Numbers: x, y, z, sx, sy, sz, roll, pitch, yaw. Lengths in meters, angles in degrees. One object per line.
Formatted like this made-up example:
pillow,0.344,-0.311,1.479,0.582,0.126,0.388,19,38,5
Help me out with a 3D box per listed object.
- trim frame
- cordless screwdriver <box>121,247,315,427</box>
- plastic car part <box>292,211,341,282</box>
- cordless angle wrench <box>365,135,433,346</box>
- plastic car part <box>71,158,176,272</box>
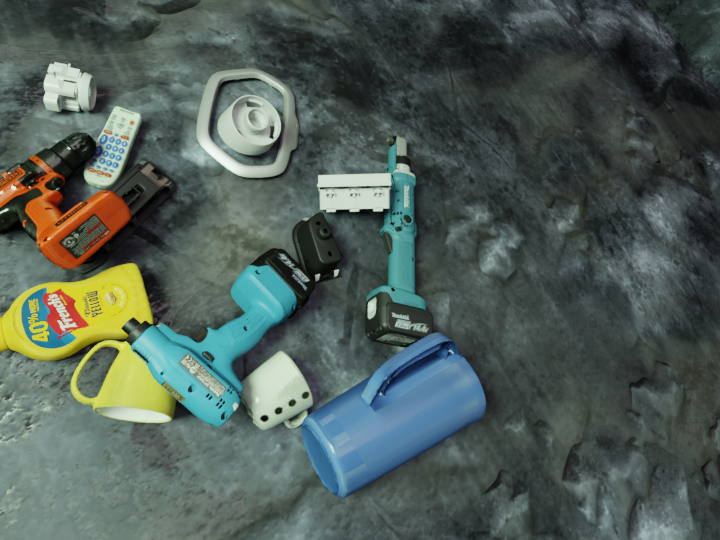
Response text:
trim frame,-0.199,-0.274,0.772,0.179,0.028,0.254,9,62,-18
cordless screwdriver,-0.174,0.057,0.560,0.158,0.075,0.248,41,41,-6
plastic car part,-0.068,-0.044,0.695,0.064,0.072,0.119,-12,77,-30
cordless angle wrench,0.070,-0.081,0.772,0.095,0.075,0.432,13,61,-18
plastic car part,-0.345,-0.081,0.603,0.064,0.070,0.203,45,60,-25
